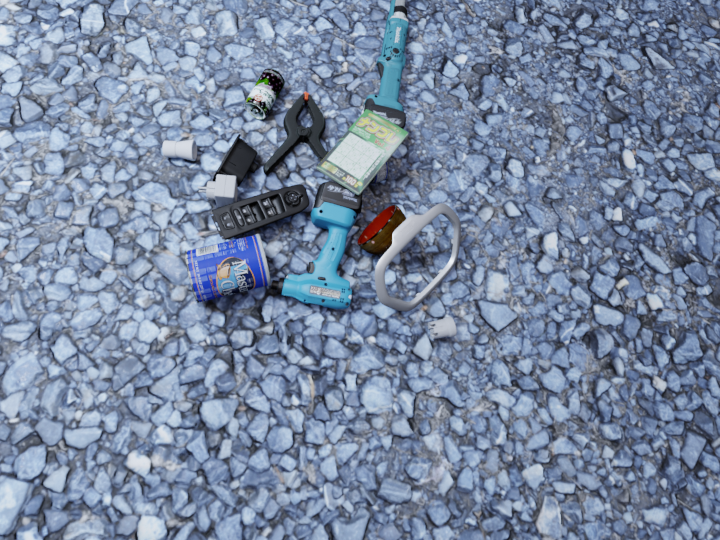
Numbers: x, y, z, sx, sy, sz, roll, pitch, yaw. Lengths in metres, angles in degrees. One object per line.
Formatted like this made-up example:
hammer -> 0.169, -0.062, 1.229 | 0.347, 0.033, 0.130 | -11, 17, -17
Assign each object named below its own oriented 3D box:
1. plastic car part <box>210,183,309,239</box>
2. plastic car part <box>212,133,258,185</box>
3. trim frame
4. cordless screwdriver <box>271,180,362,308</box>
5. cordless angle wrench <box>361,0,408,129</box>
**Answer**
plastic car part -> -0.197, -0.116, 0.862 | 0.199, 0.066, 0.068 | -25, 74, -18
plastic car part -> -0.255, -0.227, 0.896 | 0.069, 0.068, 0.117 | 32, 69, -17
trim frame -> 0.120, -0.025, 0.850 | 0.247, 0.029, 0.175 | -43, 127, -15
cordless screwdriver -> -0.084, -0.055, 0.860 | 0.158, 0.074, 0.251 | 10, 77, -6
cordless angle wrench -> 0.075, -0.505, 1.011 | 0.097, 0.074, 0.429 | 11, 71, -7
